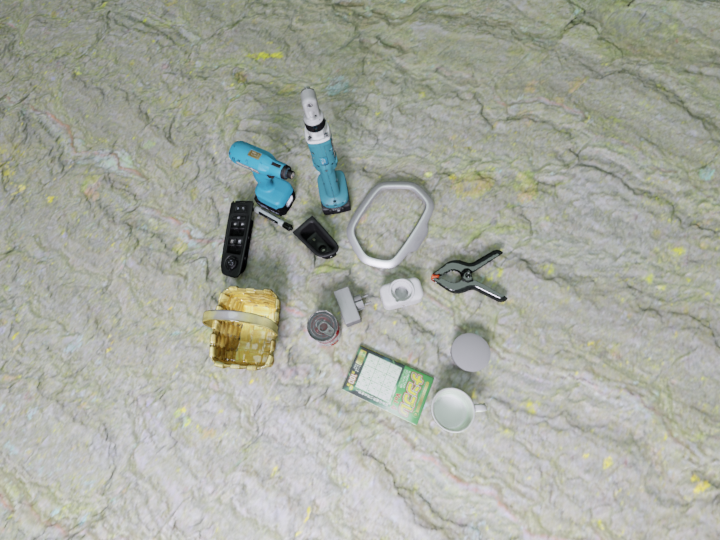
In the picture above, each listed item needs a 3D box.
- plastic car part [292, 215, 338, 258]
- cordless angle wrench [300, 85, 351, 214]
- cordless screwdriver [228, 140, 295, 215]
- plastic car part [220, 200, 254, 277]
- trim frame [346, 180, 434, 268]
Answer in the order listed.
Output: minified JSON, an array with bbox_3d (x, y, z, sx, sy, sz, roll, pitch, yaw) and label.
[{"bbox_3d":[-0.103,-0.067,1.052,0.066,0.069,0.121,-41,71,-7],"label":"plastic car part"},{"bbox_3d":[-0.078,-0.245,0.928,0.075,0.411,0.100,-10,73,1],"label":"cordless angle wrench"},{"bbox_3d":[-0.210,-0.212,1.027,0.164,0.241,0.074,26,77,13],"label":"cordless screwdriver"},{"bbox_3d":[-0.314,-0.077,1.090,0.067,0.065,0.206,4,72,8],"label":"plastic car part"},{"bbox_3d":[0.075,-0.120,1.065,0.190,0.027,0.248,30,78,17],"label":"trim frame"}]
